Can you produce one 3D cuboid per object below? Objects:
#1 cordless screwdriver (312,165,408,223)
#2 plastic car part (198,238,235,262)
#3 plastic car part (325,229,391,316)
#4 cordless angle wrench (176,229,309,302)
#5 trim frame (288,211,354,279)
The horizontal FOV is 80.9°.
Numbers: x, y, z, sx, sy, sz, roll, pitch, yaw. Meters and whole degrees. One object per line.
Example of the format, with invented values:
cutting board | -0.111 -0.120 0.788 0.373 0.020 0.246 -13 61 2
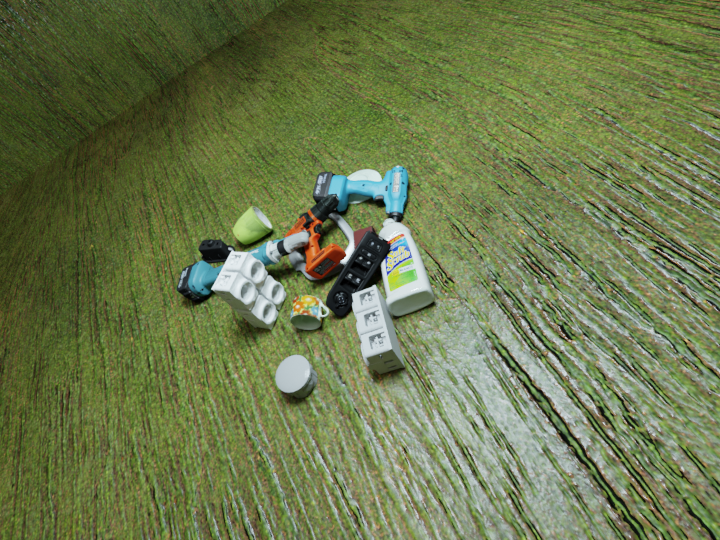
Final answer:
cordless screwdriver | -0.001 -0.194 1.124 0.256 0.071 0.162 0 65 18
plastic car part | -0.440 -0.067 1.275 0.121 0.067 0.067 -4 55 29
plastic car part | -0.016 0.006 0.966 0.203 0.064 0.069 -59 19 0
cordless angle wrench | -0.312 -0.018 1.119 0.435 0.070 0.101 -19 48 27
trim frame | -0.111 -0.072 1.131 0.184 0.026 0.262 -35 48 -2
